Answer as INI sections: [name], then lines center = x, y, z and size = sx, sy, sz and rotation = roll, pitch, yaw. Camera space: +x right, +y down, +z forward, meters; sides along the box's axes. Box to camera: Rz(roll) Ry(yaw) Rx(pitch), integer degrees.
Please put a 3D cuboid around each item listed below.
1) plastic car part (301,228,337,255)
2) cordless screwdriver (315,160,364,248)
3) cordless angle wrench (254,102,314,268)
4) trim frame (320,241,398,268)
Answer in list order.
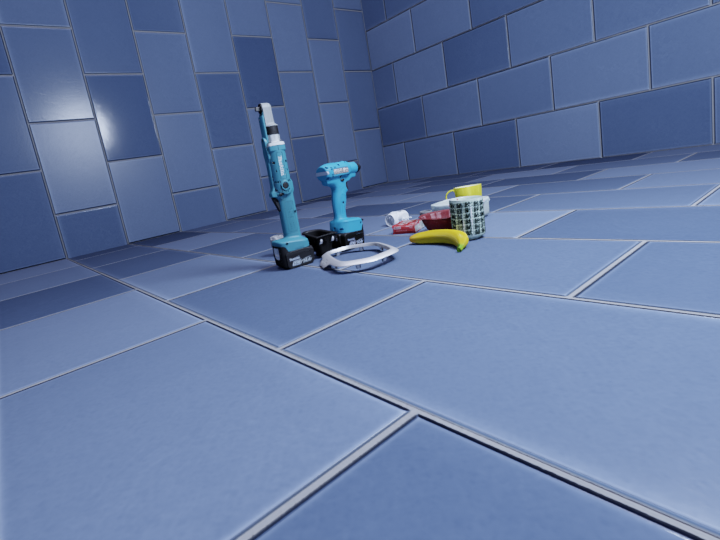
[plastic car part]
center = -0.116, -0.076, 1.186
size = 0.064, 0.070, 0.122
rotation = -16, 15, -28
[cordless screwdriver]
center = -0.041, -0.192, 1.226
size = 0.078, 0.245, 0.154
rotation = 1, 15, 44
[cordless angle wrench]
center = -0.207, -0.218, 1.096
size = 0.095, 0.417, 0.078
rotation = -15, 12, -30
[trim frame]
center = -0.010, -0.038, 1.051
size = 0.181, 0.027, 0.256
rotation = -13, 15, -12
